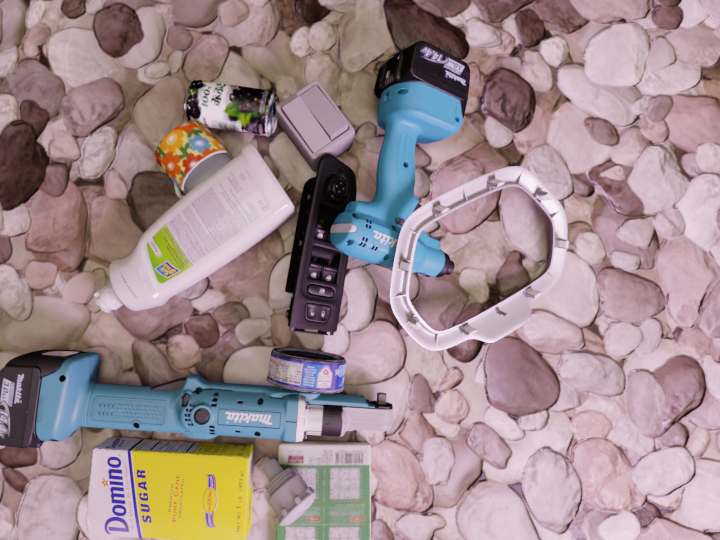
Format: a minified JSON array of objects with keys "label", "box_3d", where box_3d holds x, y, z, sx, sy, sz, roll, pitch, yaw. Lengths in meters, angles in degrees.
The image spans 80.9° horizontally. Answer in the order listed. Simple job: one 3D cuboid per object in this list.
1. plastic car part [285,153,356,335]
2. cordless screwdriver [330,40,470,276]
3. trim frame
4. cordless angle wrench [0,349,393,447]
[{"label":"plastic car part","box_3d":[-0.048,-0.032,0.496,0.063,0.070,0.203,14,84,-31]},{"label":"cordless screwdriver","box_3d":[0.068,-0.119,0.493,0.152,0.077,0.250,18,82,-26]},{"label":"trim frame","box_3d":[0.141,-0.011,0.475,0.244,0.029,0.179,-26,107,-16]},{"label":"cordless angle wrench","box_3d":[-0.174,0.154,0.476,0.422,0.074,0.098,4,85,-2]}]
